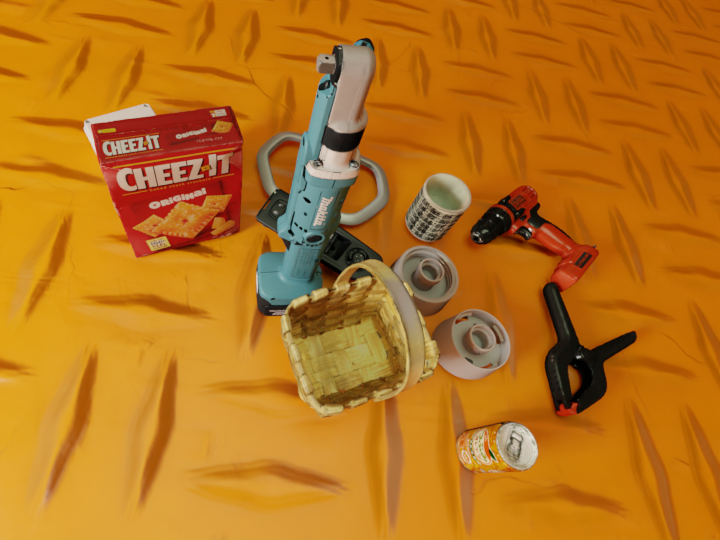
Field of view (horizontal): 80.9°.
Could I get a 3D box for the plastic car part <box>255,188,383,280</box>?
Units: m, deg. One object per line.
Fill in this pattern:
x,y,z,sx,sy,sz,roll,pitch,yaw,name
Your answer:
-0.065,-0.042,0.661,0.205,0.066,0.066,30,59,5,plastic car part

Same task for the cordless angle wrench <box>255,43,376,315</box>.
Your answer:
-0.056,-0.057,0.466,0.096,0.420,0.076,0,64,-17,cordless angle wrench

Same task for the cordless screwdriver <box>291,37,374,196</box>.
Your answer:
-0.039,-0.228,0.667,0.074,0.247,0.161,23,59,-5,cordless screwdriver

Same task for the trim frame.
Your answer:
-0.065,-0.170,0.756,0.247,0.027,0.187,17,59,-2,trim frame
